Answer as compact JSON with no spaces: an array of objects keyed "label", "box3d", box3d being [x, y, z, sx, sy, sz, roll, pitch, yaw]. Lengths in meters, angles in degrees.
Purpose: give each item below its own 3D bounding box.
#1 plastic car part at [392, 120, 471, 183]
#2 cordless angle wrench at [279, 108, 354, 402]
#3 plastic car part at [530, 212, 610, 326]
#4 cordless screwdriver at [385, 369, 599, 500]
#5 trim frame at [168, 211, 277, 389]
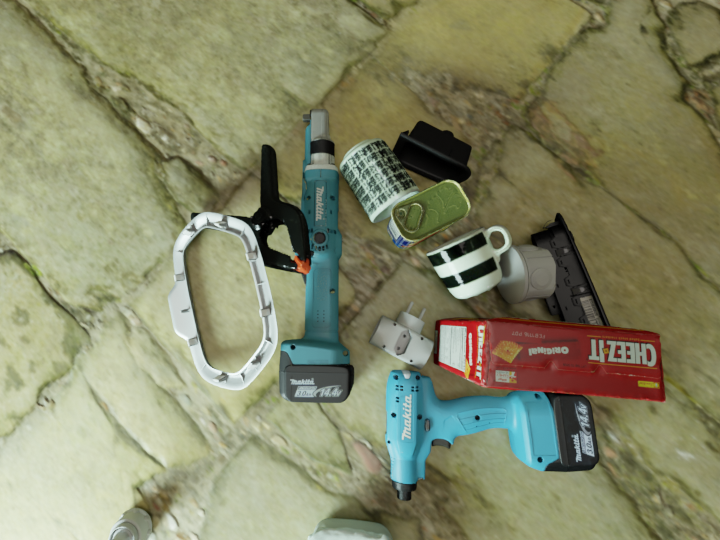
[{"label":"plastic car part","box3d":[0.112,-0.182,0.632,0.117,0.065,0.071,24,67,2]},{"label":"cordless angle wrench","box3d":[-0.059,-0.039,0.604,0.098,0.073,0.428,-1,77,1]},{"label":"plastic car part","box3d":[0.288,0.022,0.586,0.069,0.063,0.206,-17,80,23]},{"label":"cordless screwdriver","box3d":[0.158,0.218,0.545,0.251,0.073,0.161,2,80,6]},{"label":"trim frame","box3d":[-0.197,0.039,0.581,0.190,0.026,0.251,-19,82,30]}]
